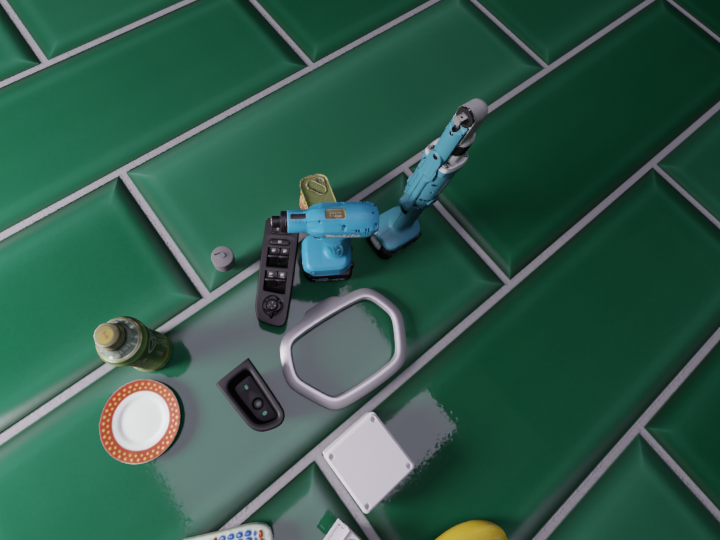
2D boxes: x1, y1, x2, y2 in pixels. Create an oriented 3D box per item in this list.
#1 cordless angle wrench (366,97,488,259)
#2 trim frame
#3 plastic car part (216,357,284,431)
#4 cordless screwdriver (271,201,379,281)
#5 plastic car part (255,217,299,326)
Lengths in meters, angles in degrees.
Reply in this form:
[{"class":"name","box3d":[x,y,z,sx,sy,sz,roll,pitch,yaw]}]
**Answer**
[{"class":"cordless angle wrench","box3d":[0.098,-0.128,0.676,0.096,0.420,0.076,-32,81,-18]},{"class":"trim frame","box3d":[-0.028,0.136,0.777,0.245,0.027,0.189,-31,76,-15]},{"class":"plastic car part","box3d":[-0.179,0.217,0.711,0.065,0.070,0.119,-37,79,-18]},{"class":"cordless screwdriver","box3d":[-0.071,-0.046,0.723,0.157,0.247,0.076,-1,73,-10]},{"class":"plastic car part","box3d":[-0.156,0.005,0.792,0.066,0.066,0.206,6,70,-6]}]
